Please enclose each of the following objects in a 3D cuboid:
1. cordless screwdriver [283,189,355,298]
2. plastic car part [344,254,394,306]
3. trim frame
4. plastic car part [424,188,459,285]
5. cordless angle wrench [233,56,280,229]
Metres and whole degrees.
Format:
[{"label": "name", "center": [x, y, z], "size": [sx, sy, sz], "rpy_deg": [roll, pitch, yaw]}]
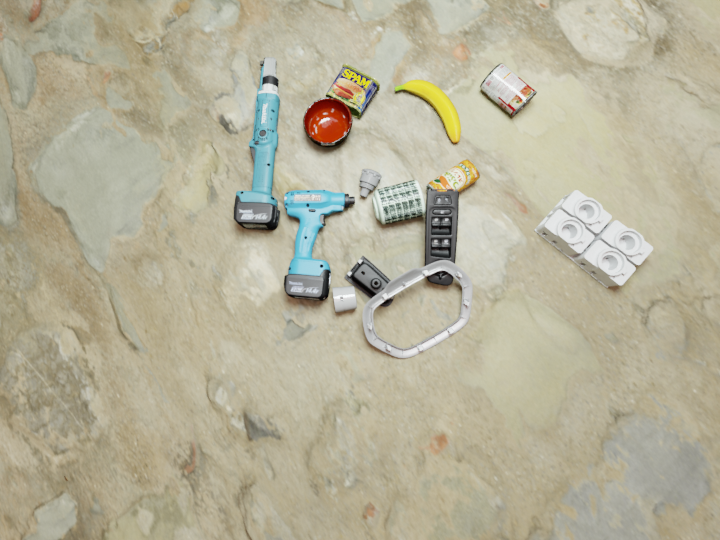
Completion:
[{"label": "cordless screwdriver", "center": [-0.092, -0.060, 0.937], "size": [0.161, 0.073, 0.252], "rpy_deg": [-1, 78, 5]}, {"label": "plastic car part", "center": [0.027, 0.025, 0.911], "size": [0.119, 0.069, 0.066], "rpy_deg": [40, 87, 12]}, {"label": "trim frame", "center": [0.123, 0.083, 0.882], "size": [0.249, 0.028, 0.180], "rpy_deg": [-29, 104, 3]}, {"label": "plastic car part", "center": [0.166, -0.070, 0.903], "size": [0.066, 0.068, 0.202], "rpy_deg": [0, 92, -6]}, {"label": "cordless angle wrench", "center": [-0.226, -0.309, 0.992], "size": [0.099, 0.073, 0.427], "rpy_deg": [2, 79, 4]}]
